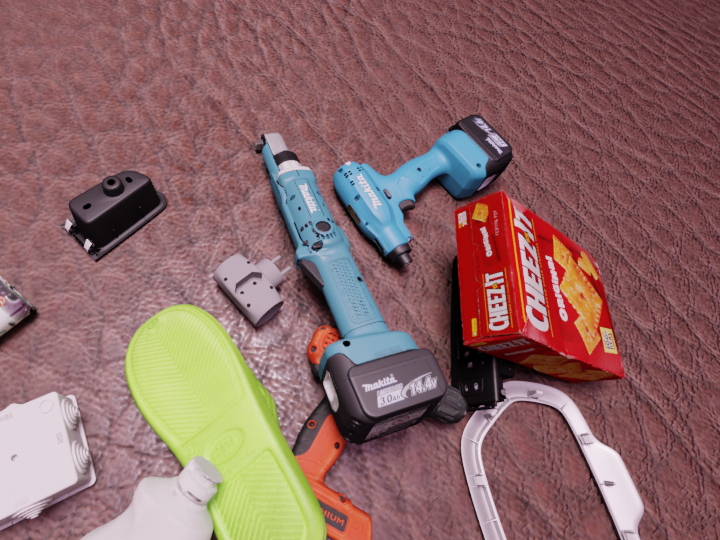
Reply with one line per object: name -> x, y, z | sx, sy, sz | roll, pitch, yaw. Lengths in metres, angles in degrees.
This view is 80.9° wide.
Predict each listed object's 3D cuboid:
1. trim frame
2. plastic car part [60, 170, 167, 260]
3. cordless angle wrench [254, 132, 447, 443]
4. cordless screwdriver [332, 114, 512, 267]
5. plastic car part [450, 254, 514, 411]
trim frame -> 0.208, 0.243, 0.447 | 0.180, 0.027, 0.257 | -7, 62, -15
plastic car part -> -0.293, -0.080, 0.502 | 0.067, 0.070, 0.115 | 41, 65, 7
cordless angle wrench -> -0.048, -0.031, 0.492 | 0.095, 0.073, 0.443 | -12, 53, -20
cordless screwdriver -> 0.101, -0.114, 0.592 | 0.244, 0.073, 0.164 | -26, 71, -18
plastic car part -> 0.150, 0.064, 0.511 | 0.065, 0.067, 0.208 | 12, 60, -18
